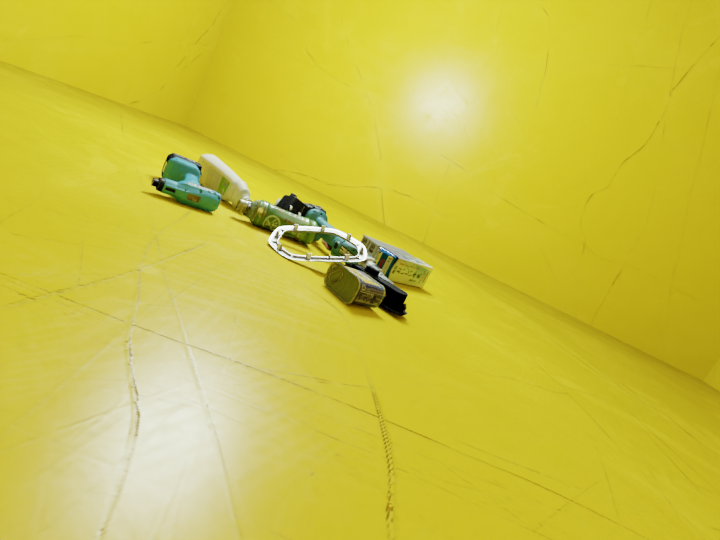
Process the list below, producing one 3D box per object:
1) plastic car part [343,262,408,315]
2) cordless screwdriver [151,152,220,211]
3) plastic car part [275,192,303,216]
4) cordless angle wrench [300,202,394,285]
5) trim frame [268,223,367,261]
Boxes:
[{"bbox_3d":[0.029,0.033,0.948,0.214,0.067,0.063,36,8,34],"label":"plastic car part"},{"bbox_3d":[-0.460,-0.231,1.071,0.151,0.074,0.263,16,18,-38],"label":"cordless screwdriver"},{"bbox_3d":[-0.213,-0.198,1.264,0.062,0.071,0.123,39,-8,-37],"label":"plastic car part"},{"bbox_3d":[-0.049,-0.061,1.138,0.070,0.097,0.448,12,20,-42],"label":"cordless angle wrench"},{"bbox_3d":[-0.100,-0.065,1.023,0.239,0.027,0.194,2,32,-24],"label":"trim frame"}]
